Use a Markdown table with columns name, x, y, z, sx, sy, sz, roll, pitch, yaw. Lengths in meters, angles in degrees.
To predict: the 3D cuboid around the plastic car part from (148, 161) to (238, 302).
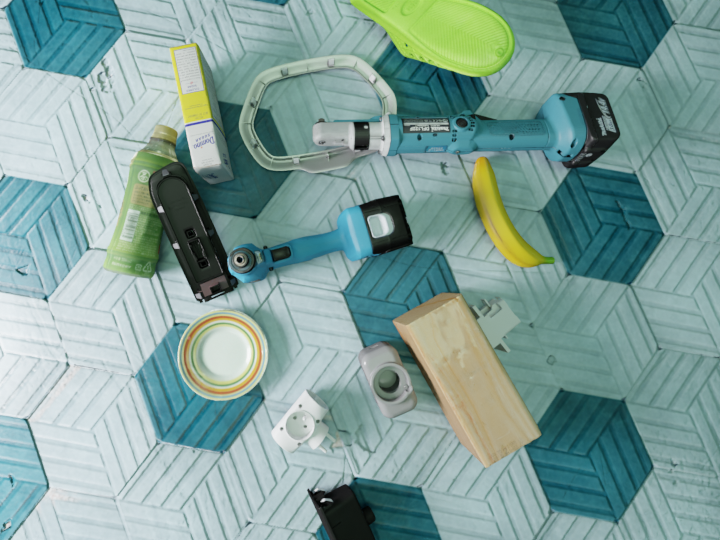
| name | x | y | z | sx | sy | sz | roll | pitch | yaw |
| --- | --- | --- | --- | --- | --- | --- | --- | --- | --- |
| plastic car part | -0.236 | -0.048 | 0.586 | 0.066 | 0.069 | 0.199 | -21 | 102 | -8 |

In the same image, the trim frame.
| name | x | y | z | sx | sy | sz | roll | pitch | yaw |
| --- | --- | --- | --- | --- | --- | --- | --- | --- | --- |
| trim frame | -0.065 | -0.242 | 0.655 | 0.247 | 0.027 | 0.185 | -11 | 86 | -4 |

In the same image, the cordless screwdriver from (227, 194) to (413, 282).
| name | x | y | z | sx | sy | sz | roll | pitch | yaw |
| --- | --- | --- | --- | --- | --- | --- | --- | --- | --- |
| cordless screwdriver | -0.056 | -0.037 | 0.572 | 0.247 | 0.160 | 0.074 | -16 | 90 | -5 |

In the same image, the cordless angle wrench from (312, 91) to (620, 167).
| name | x | y | z | sx | sy | sz | roll | pitch | yaw |
| --- | --- | --- | --- | --- | --- | --- | --- | --- | --- |
| cordless angle wrench | 0.142 | -0.201 | 0.619 | 0.422 | 0.073 | 0.100 | -2 | 69 | -1 |

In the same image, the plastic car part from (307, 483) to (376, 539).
| name | x | y | z | sx | sy | sz | roll | pitch | yaw |
| --- | --- | --- | --- | --- | --- | --- | --- | --- | --- |
| plastic car part | -0.016 | 0.353 | 0.592 | 0.070 | 0.067 | 0.116 | -29 | 91 | -19 |
